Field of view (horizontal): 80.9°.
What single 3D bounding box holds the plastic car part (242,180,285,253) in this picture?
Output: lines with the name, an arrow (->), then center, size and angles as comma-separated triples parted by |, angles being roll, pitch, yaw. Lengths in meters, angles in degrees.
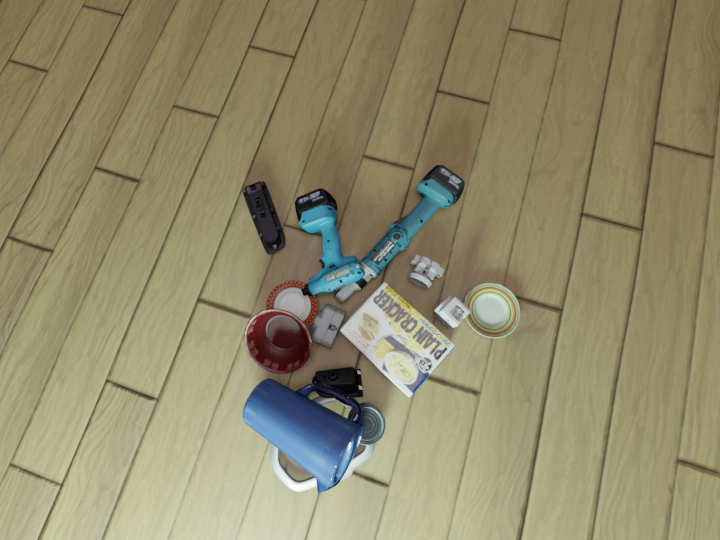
plastic car part -> -0.248, -0.144, 1.093 | 0.065, 0.066, 0.207 | -20, 78, -11

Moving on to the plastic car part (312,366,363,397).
plastic car part -> -0.054, 0.249, 0.962 | 0.116, 0.068, 0.068 | -3, 53, -1

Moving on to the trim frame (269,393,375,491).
trim frame -> -0.088, 0.388, 0.958 | 0.247, 0.027, 0.189 | -25, 74, -5

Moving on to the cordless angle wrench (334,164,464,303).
cordless angle wrench -> 0.089, -0.080, 1.049 | 0.101, 0.072, 0.422 | 41, 84, 14

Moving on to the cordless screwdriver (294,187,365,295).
cordless screwdriver -> -0.102, -0.067, 1.041 | 0.161, 0.071, 0.256 | -25, 70, 14
